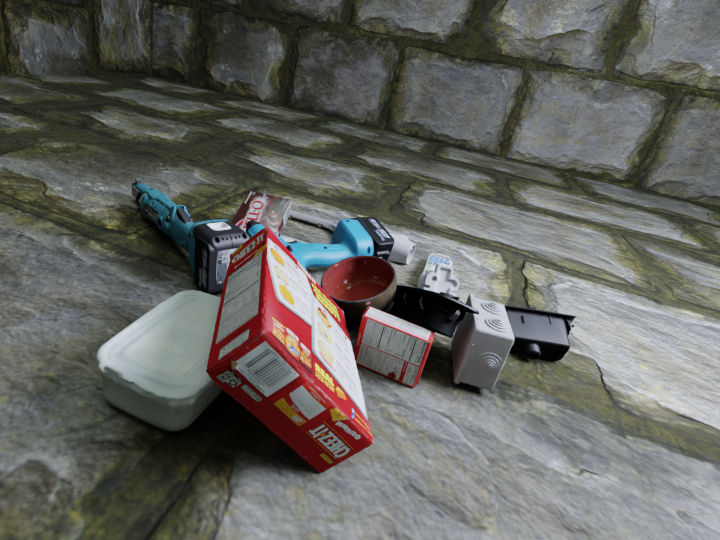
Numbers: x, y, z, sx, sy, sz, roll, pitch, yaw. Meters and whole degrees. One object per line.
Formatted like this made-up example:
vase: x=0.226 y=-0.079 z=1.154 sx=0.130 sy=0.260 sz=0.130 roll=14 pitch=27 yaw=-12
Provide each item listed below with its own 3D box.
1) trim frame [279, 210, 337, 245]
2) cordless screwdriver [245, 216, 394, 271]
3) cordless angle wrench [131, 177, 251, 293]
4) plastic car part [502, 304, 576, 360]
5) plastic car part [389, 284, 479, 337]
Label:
trim frame: x=-0.142 y=-0.085 z=0.882 sx=0.254 sy=0.027 sz=0.183 roll=17 pitch=26 yaw=9
cordless screwdriver: x=-0.074 y=-0.048 z=0.754 sx=0.239 sy=0.073 sz=0.168 roll=-13 pitch=47 yaw=-34
cordless angle wrench: x=-0.333 y=-0.089 z=0.758 sx=0.071 sy=0.096 sz=0.448 roll=-11 pitch=30 yaw=-41
plastic car part: x=0.259 y=0.101 z=0.634 sx=0.117 sy=0.064 sz=0.072 roll=8 pitch=40 yaw=1
plastic car part: x=0.085 y=0.055 z=0.591 sx=0.065 sy=0.067 sz=0.207 roll=34 pitch=-12 yaw=-12
